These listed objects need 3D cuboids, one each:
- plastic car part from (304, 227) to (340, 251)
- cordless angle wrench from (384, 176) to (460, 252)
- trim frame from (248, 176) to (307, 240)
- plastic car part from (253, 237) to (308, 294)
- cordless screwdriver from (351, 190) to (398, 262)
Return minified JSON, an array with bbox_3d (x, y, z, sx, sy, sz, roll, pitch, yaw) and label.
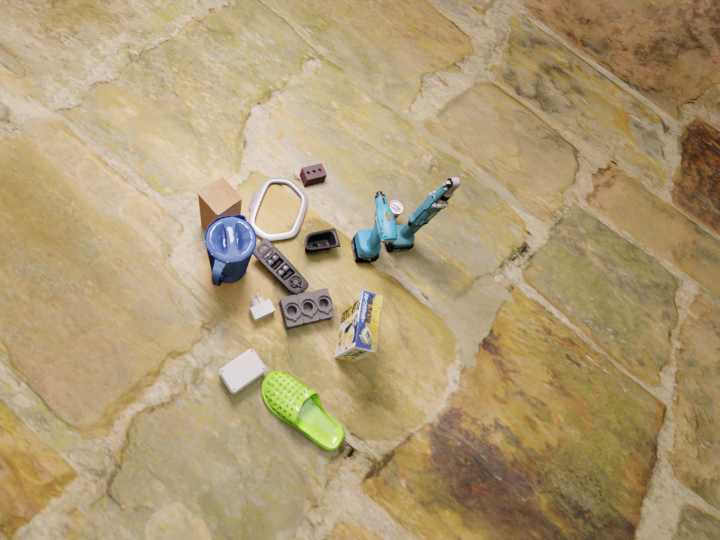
[{"bbox_3d":[-0.133,-0.087,1.364,0.114,0.071,0.068,-12,73,-19],"label":"plastic car part"},{"bbox_3d":[0.185,-0.165,1.277,0.095,0.424,0.076,-6,73,-20],"label":"cordless angle wrench"},{"bbox_3d":[-0.276,-0.206,1.404,0.182,0.027,0.252,17,65,-6],"label":"trim frame"},{"bbox_3d":[-0.249,-0.003,1.304,0.205,0.067,0.065,44,65,6],"label":"plastic car part"},{"bbox_3d":[0.039,-0.128,1.323,0.072,0.249,0.163,-3,71,-19],"label":"cordless screwdriver"}]
